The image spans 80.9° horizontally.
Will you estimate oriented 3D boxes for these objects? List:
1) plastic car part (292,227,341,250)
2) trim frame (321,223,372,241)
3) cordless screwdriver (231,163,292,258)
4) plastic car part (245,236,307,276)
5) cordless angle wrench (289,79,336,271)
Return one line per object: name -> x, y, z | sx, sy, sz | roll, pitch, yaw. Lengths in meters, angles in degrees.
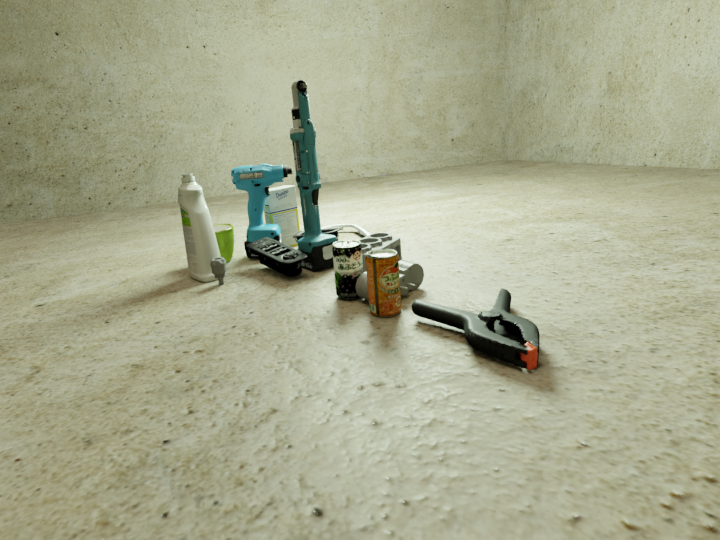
plastic car part -> -0.107, -0.070, 1.091 | 0.120, 0.069, 0.065 | -1, 17, 16
trim frame -> -0.054, -0.101, 1.239 | 0.181, 0.027, 0.258 | -11, 18, -13
cordless screwdriver -> -0.249, -0.160, 1.132 | 0.160, 0.244, 0.075 | -5, 15, 2
plastic car part -> -0.199, -0.029, 1.003 | 0.064, 0.066, 0.214 | -17, 21, -35
cordless angle wrench -> -0.120, -0.211, 0.970 | 0.072, 0.415, 0.103 | -16, 18, -36
